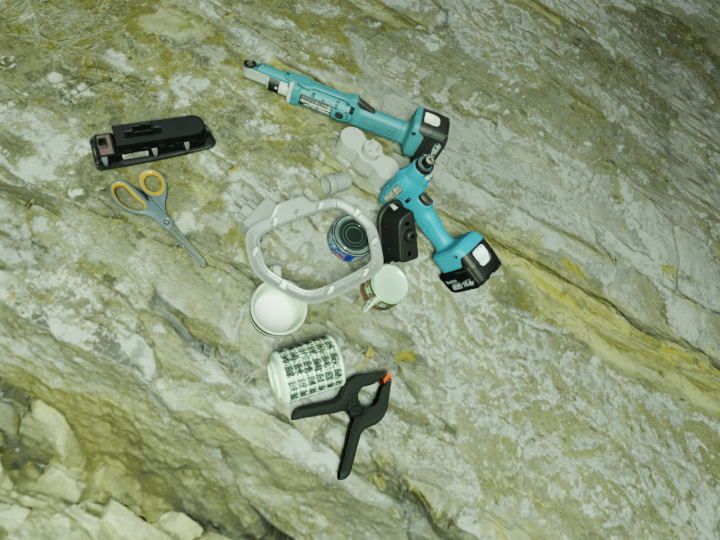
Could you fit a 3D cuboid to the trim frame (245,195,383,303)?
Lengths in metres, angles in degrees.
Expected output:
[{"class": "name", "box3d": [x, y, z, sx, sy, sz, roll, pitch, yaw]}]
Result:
[{"class": "trim frame", "box3d": [-0.067, -0.044, 0.687, 0.241, 0.027, 0.191, -25, 67, -32]}]

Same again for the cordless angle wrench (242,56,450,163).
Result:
[{"class": "cordless angle wrench", "box3d": [-0.035, -0.327, 0.844, 0.420, 0.097, 0.075, 20, 58, -3]}]

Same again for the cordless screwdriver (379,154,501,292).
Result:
[{"class": "cordless screwdriver", "box3d": [0.149, -0.085, 0.759, 0.073, 0.161, 0.251, -37, 87, -27]}]

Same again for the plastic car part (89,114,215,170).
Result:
[{"class": "plastic car part", "box3d": [-0.352, -0.230, 0.724, 0.197, 0.067, 0.068, -16, 70, -25]}]

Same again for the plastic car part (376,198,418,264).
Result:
[{"class": "plastic car part", "box3d": [0.072, -0.061, 0.747, 0.064, 0.075, 0.113, -16, 116, -24]}]
